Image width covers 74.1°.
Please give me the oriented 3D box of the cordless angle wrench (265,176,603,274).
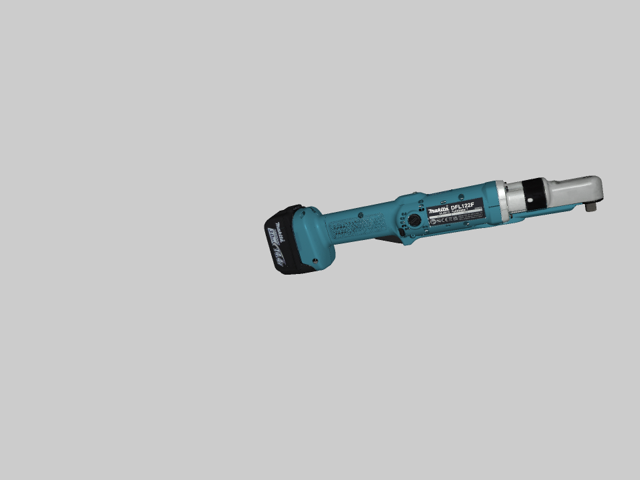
[{"bbox_3d":[0.128,-0.030,0.566,0.424,0.098,0.074,-10,12,24],"label":"cordless angle wrench"}]
